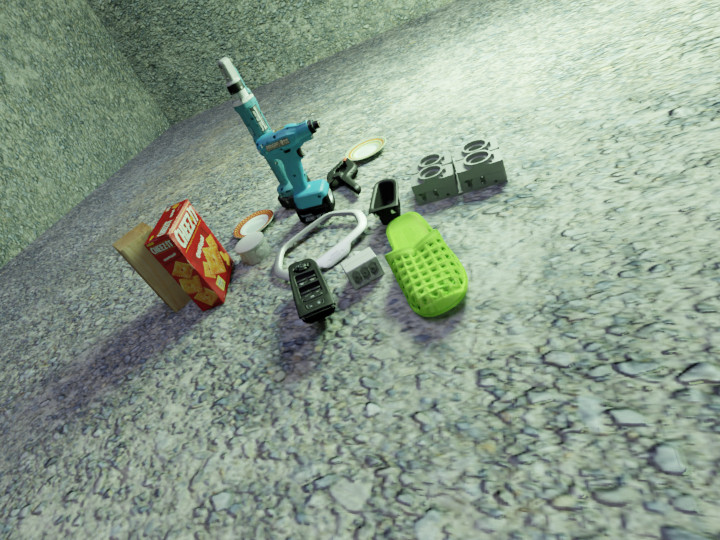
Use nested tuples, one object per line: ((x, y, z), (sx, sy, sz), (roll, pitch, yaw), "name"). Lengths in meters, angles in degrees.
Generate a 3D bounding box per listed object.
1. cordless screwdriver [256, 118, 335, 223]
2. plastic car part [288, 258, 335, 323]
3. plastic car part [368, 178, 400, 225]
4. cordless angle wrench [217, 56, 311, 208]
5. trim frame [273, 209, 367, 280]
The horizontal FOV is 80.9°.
((-0.129, -0.241, 1.031), (0.163, 0.237, 0.076), (-15, 34, 20), "cordless screwdriver")
((-0.092, 0.039, 0.802), (0.066, 0.064, 0.212), (-30, 34, -1), "plastic car part")
((0.062, -0.143, 0.917), (0.068, 0.068, 0.119), (-14, 37, 21), "plastic car part")
((-0.254, -0.352, 1.116), (0.078, 0.404, 0.097), (5, 44, 41), "cordless angle wrench")
((-0.094, -0.062, 0.966), (0.246, 0.026, 0.194), (-38, 35, -11), "trim frame")
